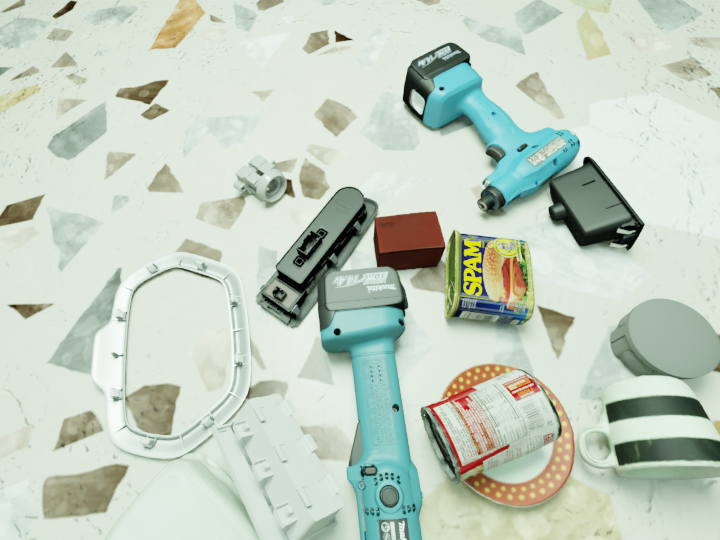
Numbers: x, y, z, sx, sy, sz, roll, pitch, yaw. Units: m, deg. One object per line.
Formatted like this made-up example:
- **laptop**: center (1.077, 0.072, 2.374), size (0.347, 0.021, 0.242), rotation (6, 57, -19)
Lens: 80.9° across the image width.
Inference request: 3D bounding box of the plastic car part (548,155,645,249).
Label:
- **plastic car part**: center (0.275, -0.076, 0.521), size (0.071, 0.063, 0.121), rotation (-23, 59, 8)

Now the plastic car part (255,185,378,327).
- **plastic car part**: center (-0.052, -0.034, 0.530), size (0.069, 0.064, 0.202), rotation (27, 65, 24)

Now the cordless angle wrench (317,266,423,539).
- **cordless angle wrench**: center (0.023, 0.205, 0.391), size (0.098, 0.072, 0.435), rotation (-7, 64, 0)

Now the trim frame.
- **trim frame**: center (-0.224, 0.086, 0.502), size (0.184, 0.026, 0.257), rotation (-13, 63, 0)

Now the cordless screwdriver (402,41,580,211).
- **cordless screwdriver**: center (0.153, -0.199, 0.589), size (0.158, 0.072, 0.258), rotation (-36, 68, -13)
